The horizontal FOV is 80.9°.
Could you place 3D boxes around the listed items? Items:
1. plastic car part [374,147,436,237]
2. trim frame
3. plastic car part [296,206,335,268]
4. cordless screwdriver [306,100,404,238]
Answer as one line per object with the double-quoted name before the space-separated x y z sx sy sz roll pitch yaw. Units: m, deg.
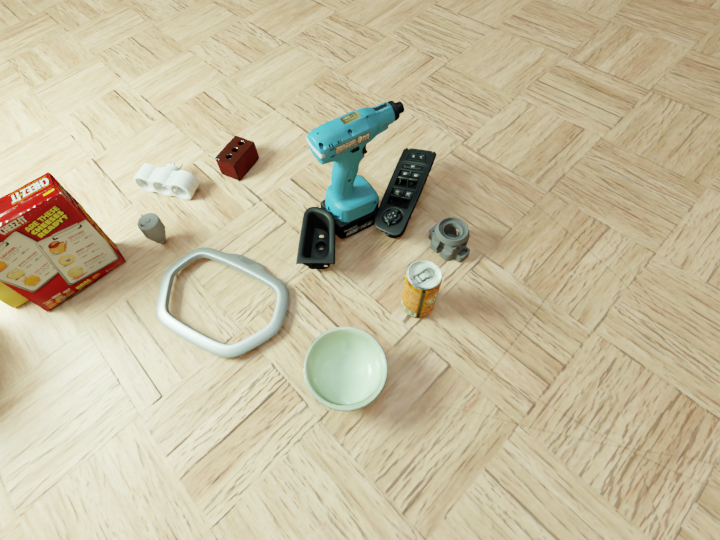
"plastic car part" 0.082 -0.141 0.803 0.068 0.065 0.204 17 62 14
"trim frame" -0.244 0.048 0.744 0.257 0.026 0.184 21 63 18
"plastic car part" -0.074 -0.049 0.760 0.066 0.068 0.119 0 58 4
"cordless screwdriver" -0.002 -0.170 0.727 0.157 0.240 0.078 -28 62 -13
